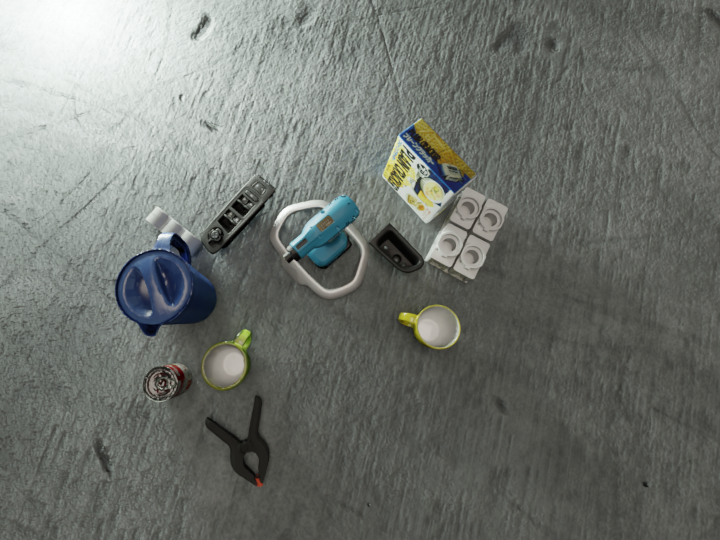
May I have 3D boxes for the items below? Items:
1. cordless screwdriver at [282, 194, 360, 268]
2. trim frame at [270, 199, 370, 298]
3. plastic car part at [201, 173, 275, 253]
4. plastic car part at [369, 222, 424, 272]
[{"bbox_3d":[-0.083,-0.054,0.851,0.158,0.247,0.075,-41,86,-10],"label":"cordless screwdriver"},{"bbox_3d":[-0.093,-0.051,0.962,0.183,0.027,0.253,-43,81,-9],"label":"trim frame"},{"bbox_3d":[-0.278,-0.122,0.957,0.067,0.066,0.202,41,80,5],"label":"plastic car part"},{"bbox_3d":[0.079,-0.036,0.937,0.066,0.070,0.118,-43,83,-10],"label":"plastic car part"}]
